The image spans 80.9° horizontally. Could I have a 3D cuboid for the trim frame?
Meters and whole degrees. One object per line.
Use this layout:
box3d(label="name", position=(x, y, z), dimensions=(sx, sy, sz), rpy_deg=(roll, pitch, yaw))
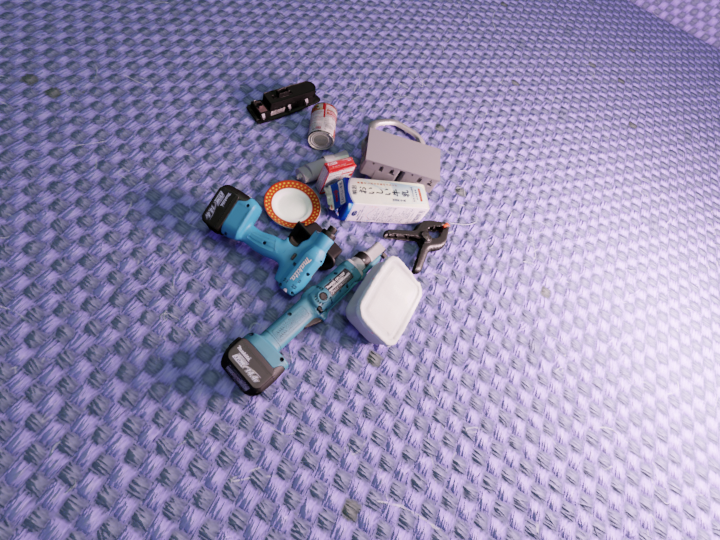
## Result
box3d(label="trim frame", position=(0.093, -0.307, 1.111), dimensions=(0.180, 0.027, 0.255), rpy_deg=(6, 61, -14))

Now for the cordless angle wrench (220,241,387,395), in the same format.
box3d(label="cordless angle wrench", position=(-0.082, 0.062, 0.826), dimensions=(0.099, 0.075, 0.416), rpy_deg=(46, 56, 2))

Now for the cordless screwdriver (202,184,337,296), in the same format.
box3d(label="cordless screwdriver", position=(-0.179, -0.083, 0.845), dimensions=(0.251, 0.073, 0.159), rpy_deg=(37, 89, 5))

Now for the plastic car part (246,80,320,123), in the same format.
box3d(label="plastic car part", position=(-0.192, -0.445, 1.091), dimensions=(0.198, 0.066, 0.069), rpy_deg=(-28, 67, -31))

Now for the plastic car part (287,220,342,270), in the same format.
box3d(label="plastic car part", position=(-0.088, -0.058, 0.903), dimensions=(0.118, 0.066, 0.070), rpy_deg=(43, 44, 5))
